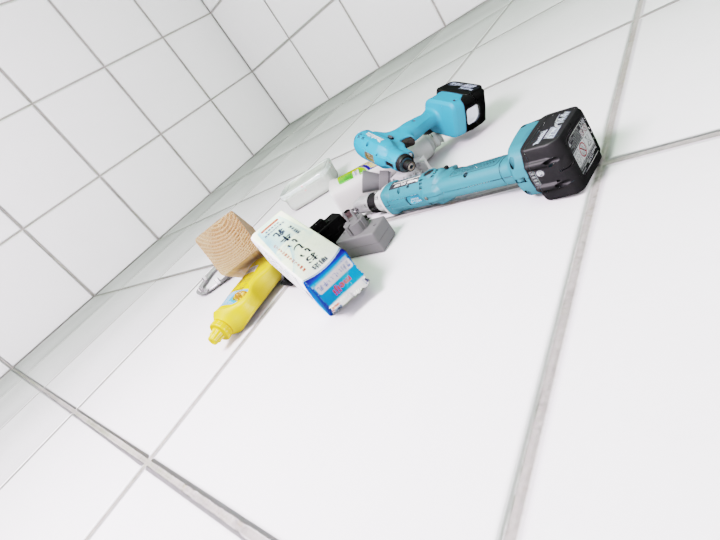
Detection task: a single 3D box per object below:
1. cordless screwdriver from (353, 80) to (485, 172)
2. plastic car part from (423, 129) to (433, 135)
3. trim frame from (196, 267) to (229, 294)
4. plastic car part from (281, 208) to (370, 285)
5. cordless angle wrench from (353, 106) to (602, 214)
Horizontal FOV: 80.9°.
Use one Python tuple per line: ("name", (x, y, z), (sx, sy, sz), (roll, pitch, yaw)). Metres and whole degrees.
("cordless screwdriver", (0.126, -0.259, 0.779), (0.246, 0.071, 0.168), (-31, 41, -13))
("plastic car part", (0.117, -0.281, 0.935), (0.118, 0.062, 0.073), (-26, 40, 17))
("trim frame", (-0.336, -0.022, 1.115), (0.248, 0.026, 0.192), (-36, 26, -2))
("plastic car part", (-0.077, -0.050, 0.787), (0.202, 0.064, 0.070), (-46, 31, -13))
("cordless angle wrench", (0.122, -0.132, 0.656), (0.441, 0.072, 0.097), (-3, 40, 54))
